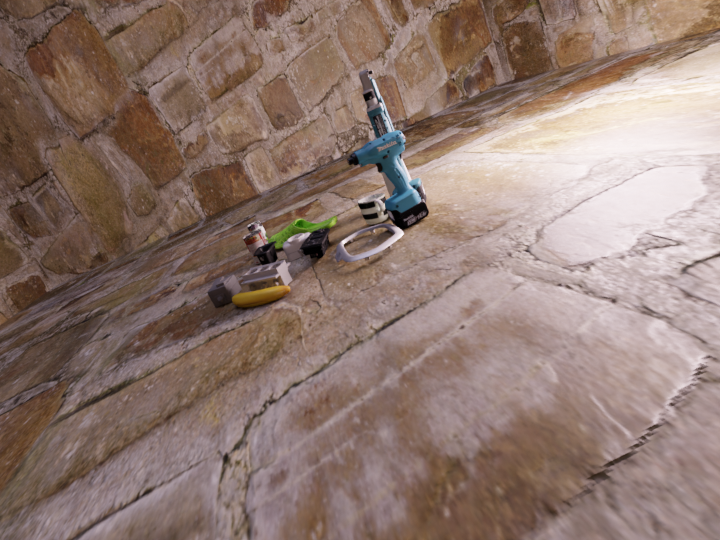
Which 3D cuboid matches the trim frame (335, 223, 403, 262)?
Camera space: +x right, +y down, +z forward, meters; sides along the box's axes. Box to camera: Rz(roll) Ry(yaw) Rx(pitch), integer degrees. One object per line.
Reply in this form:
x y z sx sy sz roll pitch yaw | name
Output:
0.016 -0.073 1.120 0.184 0.027 0.256 -25 20 -3 | trim frame

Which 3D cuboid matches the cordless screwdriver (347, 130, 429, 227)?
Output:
0.075 -0.231 1.135 0.158 0.242 0.077 -25 16 -6 | cordless screwdriver

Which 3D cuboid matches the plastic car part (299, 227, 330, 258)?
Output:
-0.120 -0.078 1.227 0.067 0.065 0.206 -20 20 11 | plastic car part

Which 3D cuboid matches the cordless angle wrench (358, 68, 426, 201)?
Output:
0.082 -0.378 1.242 0.100 0.412 0.074 -17 17 20 | cordless angle wrench

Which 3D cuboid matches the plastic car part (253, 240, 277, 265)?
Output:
-0.287 -0.039 1.308 0.066 0.069 0.119 -22 19 6 | plastic car part
